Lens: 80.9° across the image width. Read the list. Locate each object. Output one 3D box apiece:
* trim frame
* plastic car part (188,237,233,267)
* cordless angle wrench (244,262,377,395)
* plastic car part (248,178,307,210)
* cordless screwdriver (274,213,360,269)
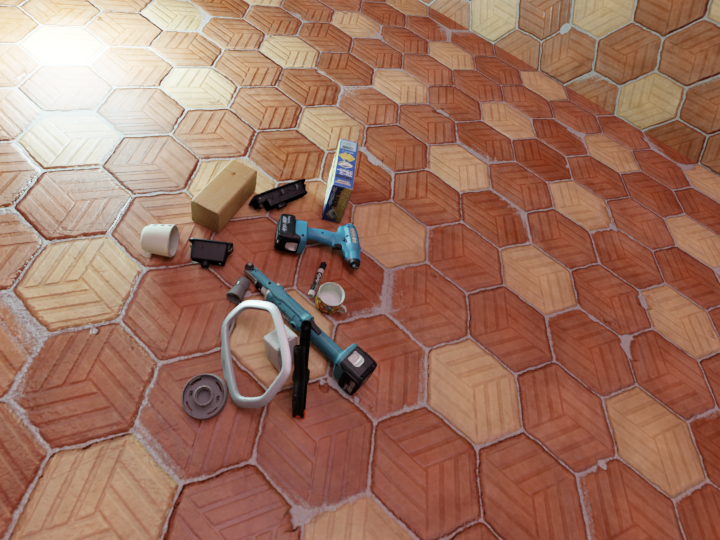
[{"bbox_3d":[-0.242,0.181,0.951,0.186,0.026,0.258,-28,60,13],"label":"trim frame"},{"bbox_3d":[-0.400,-0.042,1.124,0.115,0.065,0.072,5,69,-9],"label":"plastic car part"},{"bbox_3d":[-0.147,0.124,1.055,0.439,0.096,0.073,40,53,19],"label":"cordless angle wrench"},{"bbox_3d":[-0.240,-0.230,1.298,0.198,0.066,0.068,-33,81,-32],"label":"plastic car part"},{"bbox_3d":[-0.118,-0.077,1.207,0.242,0.073,0.165,6,47,-16],"label":"cordless screwdriver"}]
